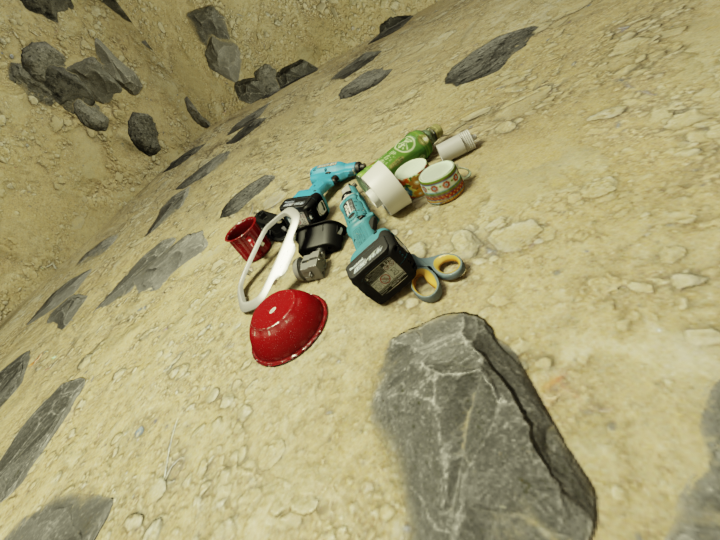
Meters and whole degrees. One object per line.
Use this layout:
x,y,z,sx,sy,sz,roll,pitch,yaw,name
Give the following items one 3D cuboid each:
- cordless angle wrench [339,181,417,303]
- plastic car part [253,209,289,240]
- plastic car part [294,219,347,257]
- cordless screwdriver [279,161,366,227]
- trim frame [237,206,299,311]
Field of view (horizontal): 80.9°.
0.002,-0.092,0.833,0.098,0.071,0.438,-42,27,13,cordless angle wrench
-0.238,-0.125,1.112,0.065,0.064,0.214,-38,34,-20,plastic car part
-0.087,-0.057,0.889,0.120,0.062,0.072,-12,52,28,plastic car part
-0.088,-0.198,1.056,0.165,0.071,0.250,-5,39,28,cordless screwdriver
-0.198,-0.026,0.906,0.192,0.026,0.249,1,65,54,trim frame
